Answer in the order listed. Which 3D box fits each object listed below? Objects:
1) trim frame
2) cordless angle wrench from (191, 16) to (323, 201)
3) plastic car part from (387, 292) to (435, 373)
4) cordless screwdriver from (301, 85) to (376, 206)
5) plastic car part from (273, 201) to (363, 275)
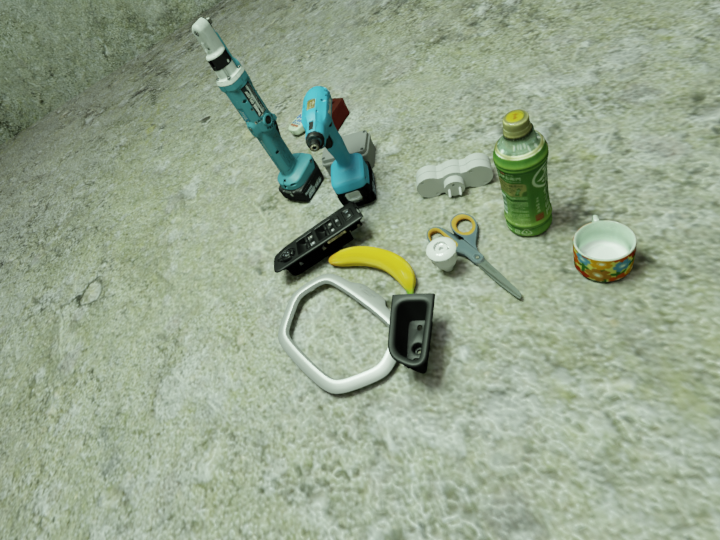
[{"bbox_3d":[-0.039,0.098,0.723,0.183,0.026,0.263,-48,48,-11],"label":"trim frame"},{"bbox_3d":[-0.206,-0.309,0.867,0.078,0.400,0.098,13,62,34],"label":"cordless angle wrench"},{"bbox_3d":[0.081,0.100,0.628,0.068,0.067,0.119,-6,53,24],"label":"plastic car part"},{"bbox_3d":[-0.043,-0.214,0.819,0.076,0.235,0.164,-15,50,17],"label":"cordless screwdriver"},{"bbox_3d":[-0.082,-0.053,0.836,0.204,0.063,0.070,-30,47,5],"label":"plastic car part"}]
